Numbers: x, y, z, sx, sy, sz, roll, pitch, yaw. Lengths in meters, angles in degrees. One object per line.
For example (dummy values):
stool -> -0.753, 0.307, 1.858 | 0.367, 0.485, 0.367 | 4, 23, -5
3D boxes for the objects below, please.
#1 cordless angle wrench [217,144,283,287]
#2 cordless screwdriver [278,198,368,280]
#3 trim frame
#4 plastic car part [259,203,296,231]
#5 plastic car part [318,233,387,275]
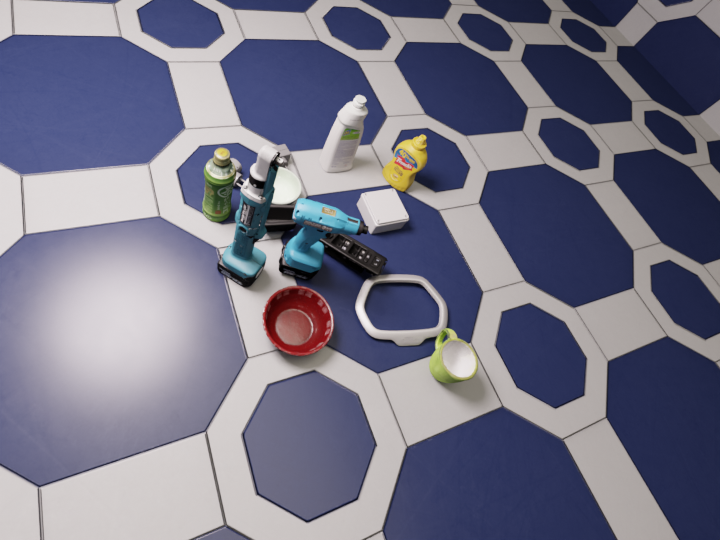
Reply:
cordless angle wrench -> -0.215, -0.096, 0.833 | 0.098, 0.422, 0.074 | 34, 56, -2
cordless screwdriver -> -0.093, -0.061, 0.955 | 0.156, 0.248, 0.076 | 17, 58, -11
trim frame -> 0.104, 0.095, 1.056 | 0.242, 0.027, 0.190 | -1, 61, -18
plastic car part -> -0.203, -0.125, 1.065 | 0.113, 0.071, 0.068 | -1, 62, -19
plastic car part -> -0.036, -0.050, 1.075 | 0.204, 0.067, 0.066 | 33, 56, 3
